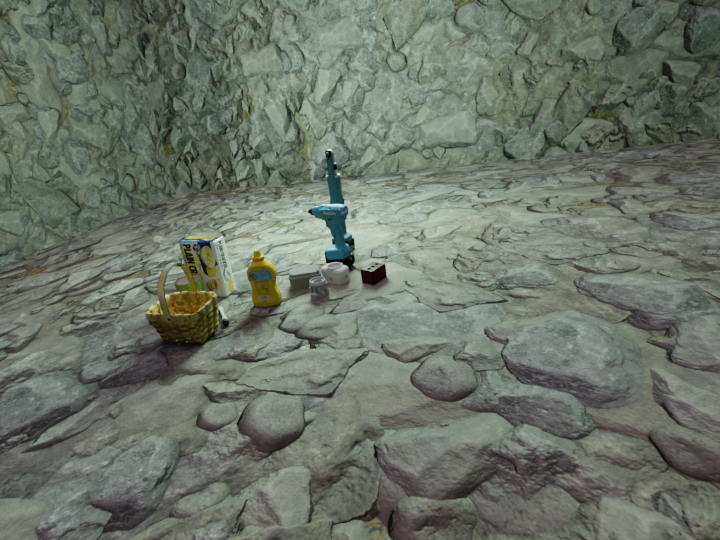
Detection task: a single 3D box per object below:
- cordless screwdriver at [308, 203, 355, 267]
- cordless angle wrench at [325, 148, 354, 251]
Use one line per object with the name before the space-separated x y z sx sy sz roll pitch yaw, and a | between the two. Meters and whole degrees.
cordless screwdriver | -0.109 -0.126 1.571 0.167 0.243 0.073 4 23 31
cordless angle wrench | -0.094 -0.274 1.695 0.077 0.413 0.097 -1 20 19
